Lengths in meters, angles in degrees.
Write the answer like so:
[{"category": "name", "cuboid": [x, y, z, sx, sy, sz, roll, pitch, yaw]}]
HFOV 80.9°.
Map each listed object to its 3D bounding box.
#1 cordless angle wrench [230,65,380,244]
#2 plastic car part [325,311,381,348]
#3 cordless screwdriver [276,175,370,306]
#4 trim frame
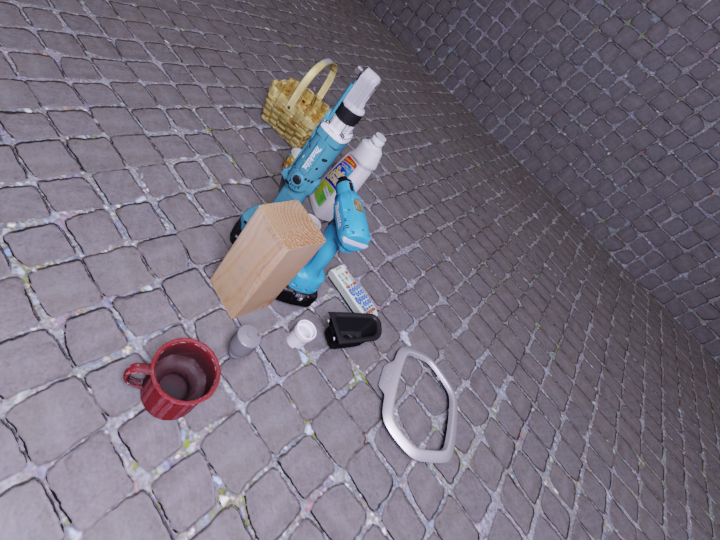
[{"category": "cordless angle wrench", "cuboid": [-0.100, -0.166, 0.739, 0.098, 0.427, 0.073, 46, 38, 0]}, {"category": "plastic car part", "cuboid": [-0.020, 0.123, 0.815, 0.111, 0.071, 0.069, 7, 51, -38]}, {"category": "cordless screwdriver", "cuboid": [-0.077, -0.050, 0.789, 0.071, 0.251, 0.165, 18, 45, -31]}, {"category": "trim frame", "cuboid": [0.117, 0.258, 0.836, 0.182, 0.028, 0.249, 36, 38, -6]}]
